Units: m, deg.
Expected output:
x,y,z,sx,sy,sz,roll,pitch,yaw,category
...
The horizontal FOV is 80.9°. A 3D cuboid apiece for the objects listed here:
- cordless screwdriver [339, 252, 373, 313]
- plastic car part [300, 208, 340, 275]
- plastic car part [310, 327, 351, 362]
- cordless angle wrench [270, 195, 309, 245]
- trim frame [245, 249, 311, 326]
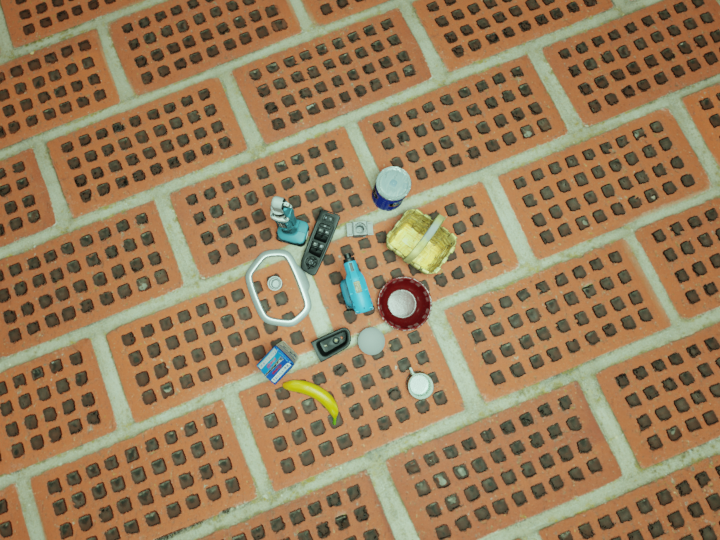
x,y,z,sx,sy,sz,roll,pitch,yaw,category
-0.019,0.040,1.198,0.074,0.247,0.161,-16,85,-5,cordless screwdriver
-0.128,-0.084,1.311,0.067,0.066,0.203,21,83,1,plastic car part
-0.081,0.215,1.263,0.116,0.070,0.067,-27,85,-3,plastic car part
-0.200,-0.136,1.143,0.098,0.420,0.074,15,84,-2,cordless angle wrench
-0.252,0.055,1.313,0.184,0.027,0.252,-24,82,-2,trim frame
